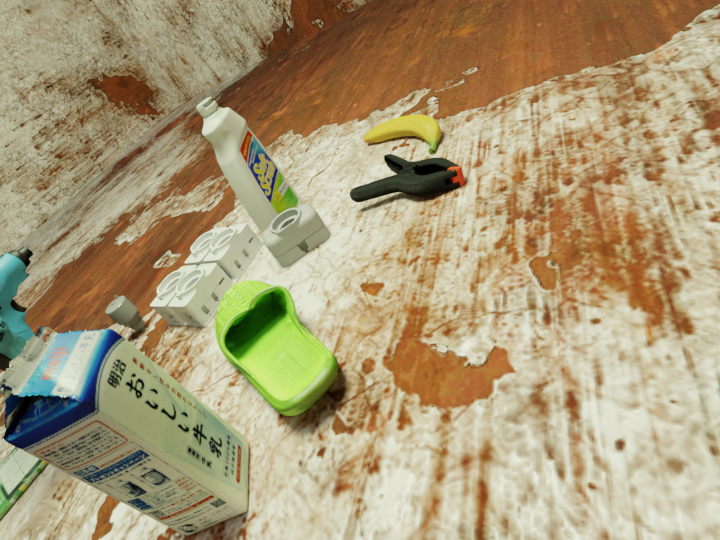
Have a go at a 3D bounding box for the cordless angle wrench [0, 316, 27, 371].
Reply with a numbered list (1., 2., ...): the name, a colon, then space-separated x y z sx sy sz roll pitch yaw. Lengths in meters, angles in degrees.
1. cordless angle wrench: -0.452 0.072 0.495 0.074 0.403 0.103 -39 33 -9

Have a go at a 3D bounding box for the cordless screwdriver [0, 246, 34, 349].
1. cordless screwdriver: -0.477 0.094 0.634 0.077 0.237 0.161 -11 39 31
